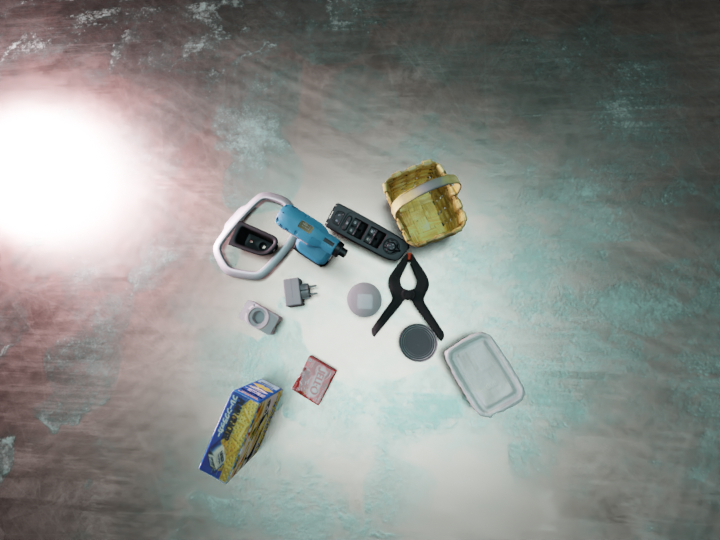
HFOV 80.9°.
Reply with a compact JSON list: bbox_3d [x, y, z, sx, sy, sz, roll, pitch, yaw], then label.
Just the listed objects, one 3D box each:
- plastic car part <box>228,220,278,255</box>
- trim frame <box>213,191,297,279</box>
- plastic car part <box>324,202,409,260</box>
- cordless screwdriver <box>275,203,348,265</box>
[{"bbox_3d":[-0.256,-0.068,1.053,0.119,0.069,0.066,21,82,9],"label":"plastic car part"},{"bbox_3d":[-0.264,-0.089,1.080,0.189,0.027,0.248,38,85,13],"label":"trim frame"},{"bbox_3d":[0.016,-0.085,1.025,0.208,0.065,0.066,29,83,11],"label":"plastic car part"},{"bbox_3d":[-0.092,-0.060,0.942,0.163,0.244,0.074,33,84,8],"label":"cordless screwdriver"}]
